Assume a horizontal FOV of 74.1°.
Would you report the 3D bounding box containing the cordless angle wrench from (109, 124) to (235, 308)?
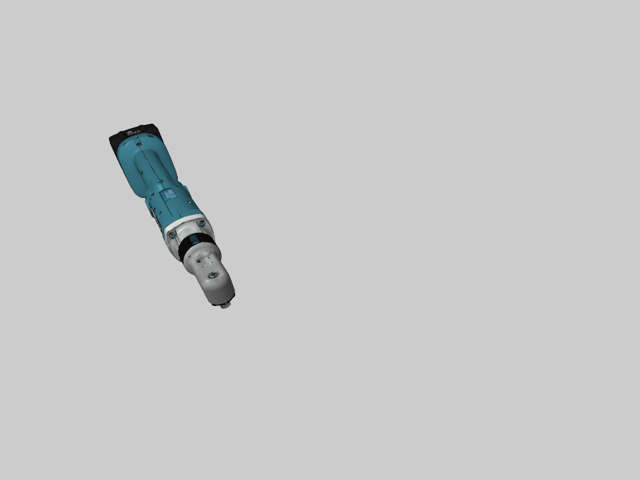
[{"bbox_3d":[-0.195,-0.049,0.547,0.074,0.098,0.422,-25,39,-19],"label":"cordless angle wrench"}]
